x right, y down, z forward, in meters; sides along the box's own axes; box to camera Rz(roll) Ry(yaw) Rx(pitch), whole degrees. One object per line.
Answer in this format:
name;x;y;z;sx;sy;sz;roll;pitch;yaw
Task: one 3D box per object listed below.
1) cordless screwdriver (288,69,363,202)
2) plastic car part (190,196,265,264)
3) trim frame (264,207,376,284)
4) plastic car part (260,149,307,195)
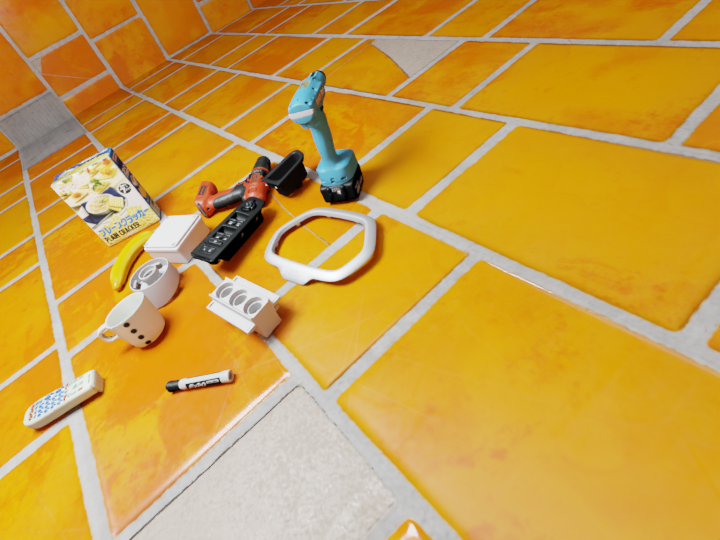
cordless screwdriver;-0.064;-0.269;0.858;0.077;0.237;0.162;-6;45;20
plastic car part;-0.266;-0.081;0.904;0.069;0.064;0.203;7;52;32
trim frame;-0.079;-0.052;0.809;0.262;0.026;0.183;16;57;37
plastic car part;-0.162;-0.218;0.983;0.070;0.067;0.116;20;59;39
